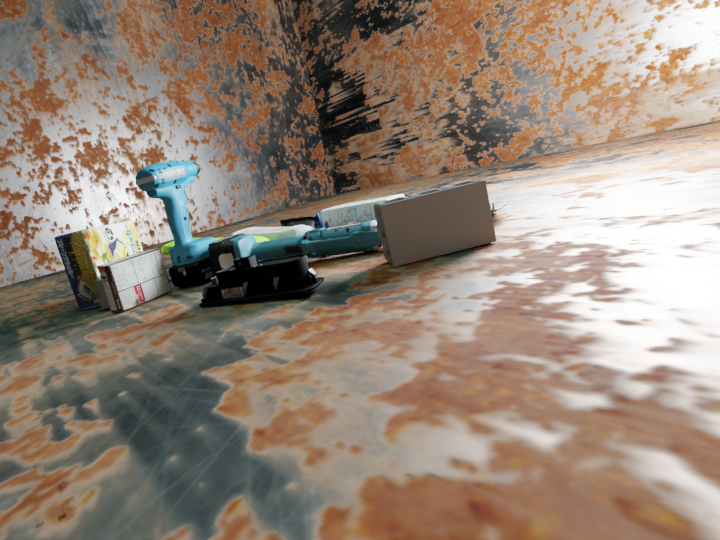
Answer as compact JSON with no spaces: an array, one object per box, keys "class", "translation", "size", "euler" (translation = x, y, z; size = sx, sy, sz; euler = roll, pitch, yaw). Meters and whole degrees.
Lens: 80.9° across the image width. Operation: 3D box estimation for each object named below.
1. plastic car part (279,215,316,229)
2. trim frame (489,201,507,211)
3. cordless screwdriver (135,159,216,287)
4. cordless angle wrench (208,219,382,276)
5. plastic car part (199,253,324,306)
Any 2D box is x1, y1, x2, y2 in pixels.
[{"class":"plastic car part","translation":[-0.158,-0.099,1.103],"size":[0.120,0.064,0.071],"euler":[-6,27,18]},{"class":"trim frame","translation":[0.171,-0.111,0.781],"size":[0.191,0.027,0.241],"euler":[1,6,22]},{"class":"cordless screwdriver","translation":[-0.347,-0.100,0.858],"size":[0.077,0.244,0.157],"euler":[-10,15,21]},{"class":"cordless angle wrench","translation":[-0.076,-0.049,0.774],"size":[0.435,0.073,0.097],"euler":[-7,14,19]},{"class":"plastic car part","translation":[-0.144,0.011,0.609],"size":[0.211,0.066,0.064],"euler":[-4,7,29]}]
